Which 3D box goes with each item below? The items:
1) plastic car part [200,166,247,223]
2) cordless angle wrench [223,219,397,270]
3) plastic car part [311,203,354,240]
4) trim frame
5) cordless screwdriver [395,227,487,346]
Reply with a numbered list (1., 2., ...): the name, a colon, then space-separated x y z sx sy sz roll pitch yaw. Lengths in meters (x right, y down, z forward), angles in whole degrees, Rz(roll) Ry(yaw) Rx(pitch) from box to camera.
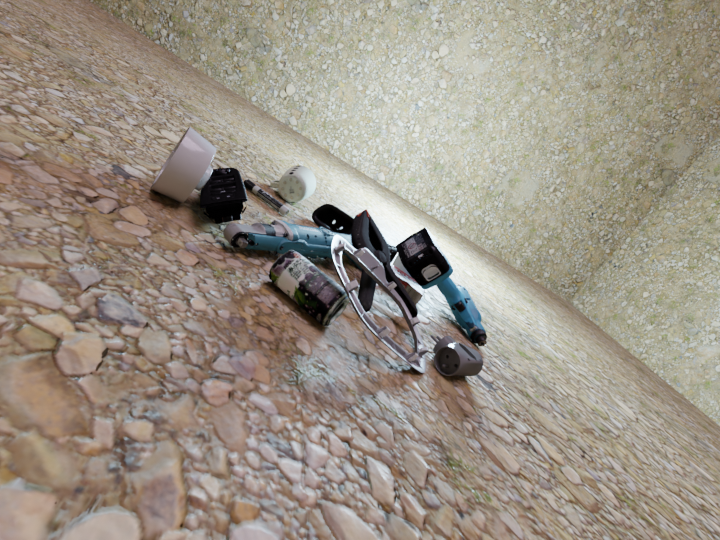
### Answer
1. plastic car part: -0.218 -0.122 0.684 0.065 0.064 0.213 -18 34 -10
2. cordless angle wrench: -0.073 -0.048 0.749 0.103 0.074 0.403 41 21 27
3. plastic car part: -0.051 -0.105 0.984 0.122 0.066 0.067 39 1 29
4. trim frame: 0.033 0.045 0.613 0.235 0.028 0.192 42 21 -35
5. cordless screwdriver: 0.176 0.039 0.861 0.237 0.075 0.165 47 17 -32
